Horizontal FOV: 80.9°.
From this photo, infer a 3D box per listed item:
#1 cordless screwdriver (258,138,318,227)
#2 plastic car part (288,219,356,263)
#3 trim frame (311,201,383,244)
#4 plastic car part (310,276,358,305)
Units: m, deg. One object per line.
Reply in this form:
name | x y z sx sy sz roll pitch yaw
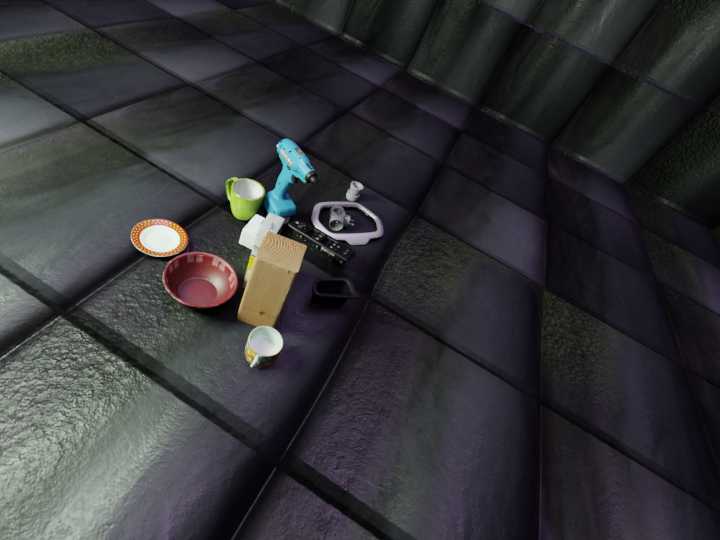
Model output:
cordless screwdriver | -0.194 -0.210 1.142 0.071 0.247 0.166 -13 55 -39
plastic car part | -0.115 -0.075 1.175 0.208 0.066 0.065 35 41 11
trim frame | -0.040 -0.152 1.325 0.239 0.027 0.193 -5 48 -30
plastic car part | -0.077 0.060 1.046 0.112 0.070 0.069 1 47 -26
